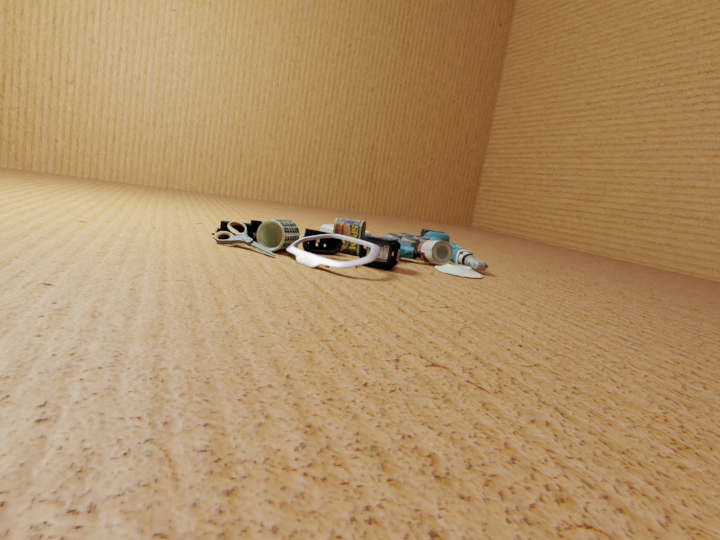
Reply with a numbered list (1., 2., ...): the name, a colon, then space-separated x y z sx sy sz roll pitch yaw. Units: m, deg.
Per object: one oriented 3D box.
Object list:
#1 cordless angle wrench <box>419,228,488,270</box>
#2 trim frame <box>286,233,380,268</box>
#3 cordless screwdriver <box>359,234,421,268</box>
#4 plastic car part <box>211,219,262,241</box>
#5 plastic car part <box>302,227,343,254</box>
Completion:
1. cordless angle wrench: 0.303 -0.066 1.410 0.096 0.073 0.434 6 13 -12
2. trim frame: -0.068 -0.048 1.019 0.263 0.027 0.178 20 31 40
3. cordless screwdriver: 0.085 -0.052 1.162 0.163 0.074 0.245 11 7 10
4. plastic car part: -0.310 -0.108 1.180 0.195 0.066 0.070 -1 20 -30
5. plastic car part: -0.115 -0.075 1.177 0.112 0.066 0.074 7 -5 -29
